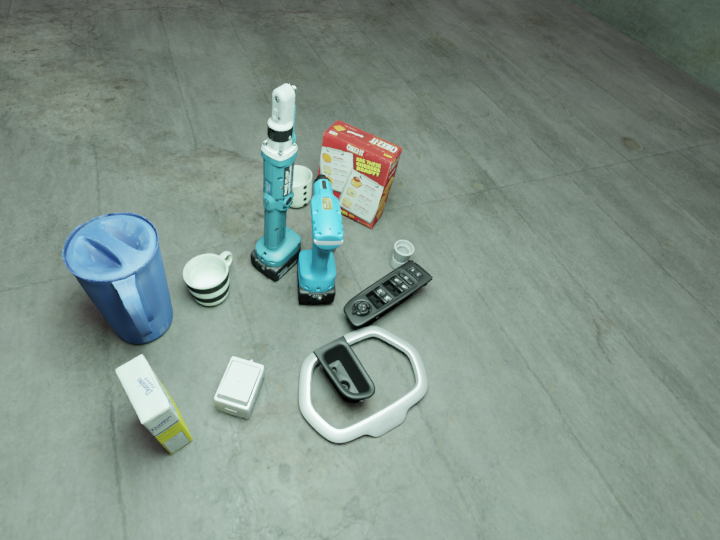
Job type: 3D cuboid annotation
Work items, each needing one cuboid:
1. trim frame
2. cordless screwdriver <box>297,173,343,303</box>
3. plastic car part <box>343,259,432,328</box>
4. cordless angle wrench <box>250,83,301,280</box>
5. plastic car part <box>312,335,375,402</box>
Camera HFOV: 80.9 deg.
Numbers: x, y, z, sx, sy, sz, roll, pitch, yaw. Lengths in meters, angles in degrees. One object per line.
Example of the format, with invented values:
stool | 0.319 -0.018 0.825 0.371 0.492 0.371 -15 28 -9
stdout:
trim frame | 0.004 0.201 0.767 0.243 0.027 0.193 -23 58 -23
cordless screwdriver | -0.080 -0.052 0.816 0.073 0.244 0.165 1 53 -12
plastic car part | 0.049 0.055 0.862 0.198 0.065 0.069 -29 63 -27
cordless angle wrench | -0.149 -0.139 0.767 0.077 0.414 0.097 35 54 14
plastic car part | -0.029 0.188 0.745 0.064 0.069 0.122 -23 59 -25
